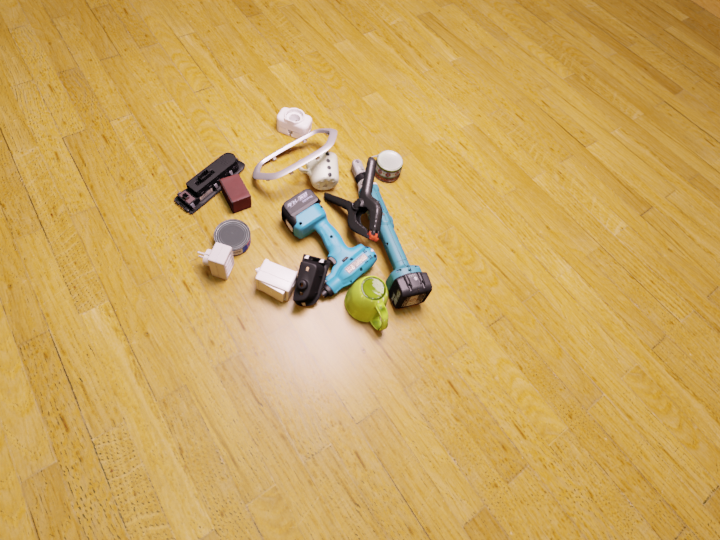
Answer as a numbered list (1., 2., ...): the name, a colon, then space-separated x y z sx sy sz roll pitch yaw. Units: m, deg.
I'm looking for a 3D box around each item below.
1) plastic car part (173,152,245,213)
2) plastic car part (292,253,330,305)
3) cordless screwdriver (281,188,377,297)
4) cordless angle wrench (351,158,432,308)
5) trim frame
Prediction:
1. plastic car part: -0.382 -0.236 1.075 0.069 0.065 0.201 33 60 16
2. plastic car part: -0.117 0.024 0.928 0.068 0.069 0.117 14 86 13
3. cordless screwdriver: -0.098 -0.064 1.005 0.158 0.073 0.255 -40 76 -16
4. cordless angle wrench: 0.052 -0.115 1.041 0.073 0.096 0.440 -12 61 -14
5. trim frame: -0.169 -0.300 1.092 0.248 0.026 0.194 -33 38 -3
